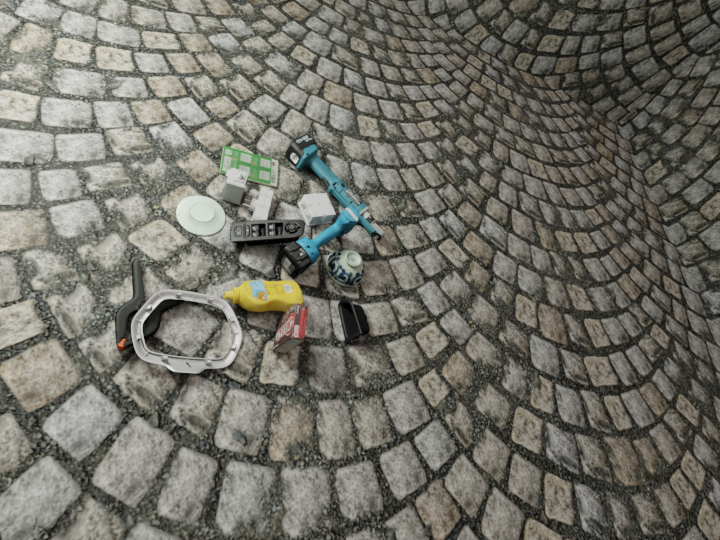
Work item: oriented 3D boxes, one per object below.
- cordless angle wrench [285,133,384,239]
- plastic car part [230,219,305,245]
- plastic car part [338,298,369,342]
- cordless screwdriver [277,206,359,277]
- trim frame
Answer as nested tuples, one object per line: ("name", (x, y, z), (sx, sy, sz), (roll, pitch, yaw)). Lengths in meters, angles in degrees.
("cordless angle wrench", (-0.071, -0.262, 1.375), (0.428, 0.075, 0.096), (47, 50, 6))
("plastic car part", (-0.250, -0.098, 1.155), (0.203, 0.065, 0.069), (-6, 53, -1))
("plastic car part", (-0.011, 0.133, 1.147), (0.067, 0.067, 0.121), (15, 49, -39))
("cordless screwdriver", (-0.117, -0.077, 1.198), (0.245, 0.160, 0.075), (-39, 88, -24))
("trim frame", (-0.381, 0.136, 0.949), (0.237, 0.028, 0.189), (15, 60, -31))
